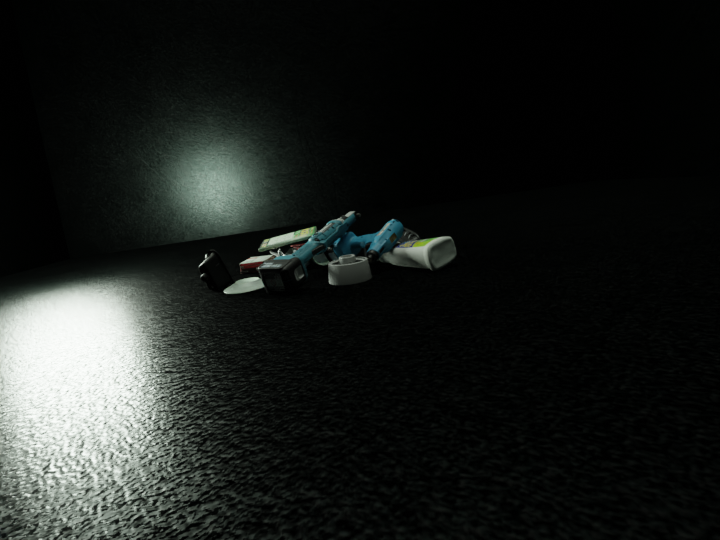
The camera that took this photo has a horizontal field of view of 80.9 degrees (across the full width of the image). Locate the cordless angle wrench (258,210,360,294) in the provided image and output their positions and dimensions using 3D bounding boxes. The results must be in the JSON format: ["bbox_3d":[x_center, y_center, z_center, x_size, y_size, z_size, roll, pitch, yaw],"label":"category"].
[{"bbox_3d":[-0.113,-0.074,1.153,0.102,0.072,0.417,-2,28,32],"label":"cordless angle wrench"}]

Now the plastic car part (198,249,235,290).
[{"bbox_3d":[-0.410,0.010,1.171,0.069,0.112,0.071,-6,32,31],"label":"plastic car part"}]

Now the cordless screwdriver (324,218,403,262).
[{"bbox_3d":[-0.009,-0.064,1.193,0.259,0.072,0.158,-9,31,46],"label":"cordless screwdriver"}]

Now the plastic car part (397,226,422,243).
[{"bbox_3d":[0.152,-0.094,1.346,0.066,0.065,0.207,-20,12,-7],"label":"plastic car part"}]

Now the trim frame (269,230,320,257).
[{"bbox_3d":[-0.191,-0.082,1.302,0.182,0.027,0.257,-21,21,-9],"label":"trim frame"}]
